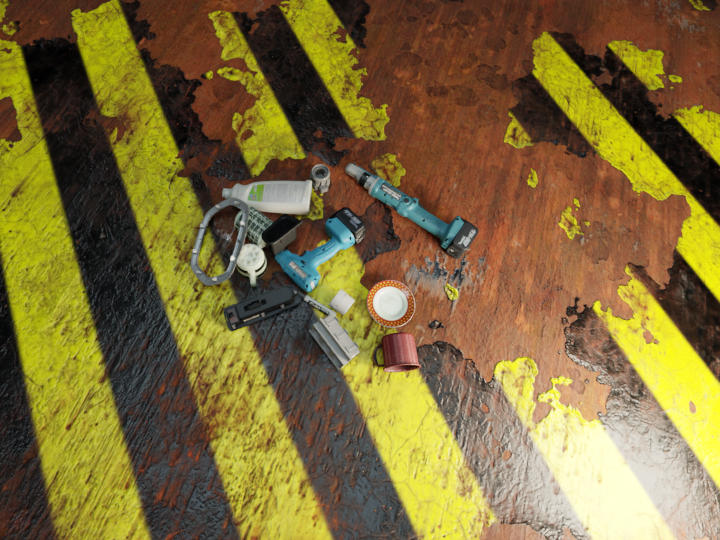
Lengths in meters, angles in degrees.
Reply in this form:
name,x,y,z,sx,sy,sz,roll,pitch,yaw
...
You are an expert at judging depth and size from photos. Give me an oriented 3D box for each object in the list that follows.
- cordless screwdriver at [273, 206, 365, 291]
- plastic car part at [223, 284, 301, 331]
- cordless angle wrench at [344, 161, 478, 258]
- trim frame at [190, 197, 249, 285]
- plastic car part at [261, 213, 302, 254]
name,x,y,z,sx,sy,sz,roll,pitch,yaw
cordless screwdriver,-0.114,-0.074,1.161,0.166,0.072,0.247,40,75,22
plastic car part,-0.253,0.085,1.087,0.200,0.065,0.069,-19,65,-10
cordless angle wrench,0.130,-0.190,1.226,0.434,0.073,0.097,35,69,13
trim frame,-0.374,-0.081,1.123,0.192,0.026,0.251,5,73,29
plastic car part,-0.211,-0.087,1.122,0.069,0.068,0.115,23,53,27
